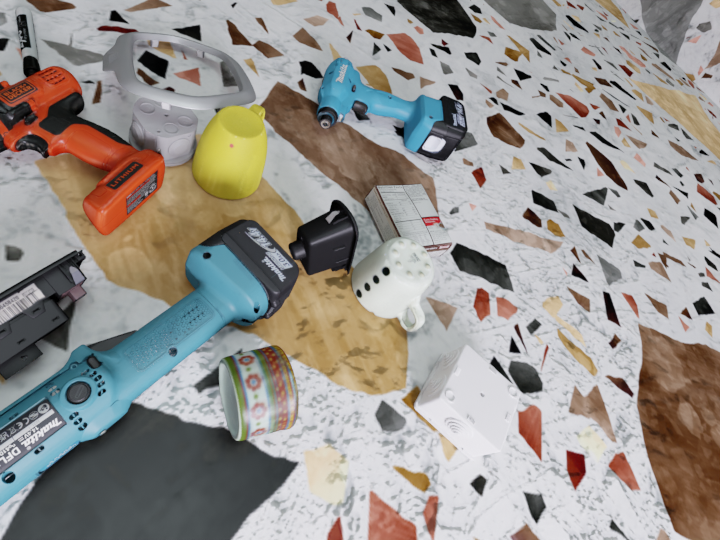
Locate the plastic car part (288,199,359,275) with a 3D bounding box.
[{"bbox_3d":[-0.048,-0.031,0.488,0.070,0.114,0.068,-25,74,-13],"label":"plastic car part"}]

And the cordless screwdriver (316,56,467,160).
[{"bbox_3d":[0.048,-0.254,0.699,0.245,0.074,0.162,19,53,-9],"label":"cordless screwdriver"}]

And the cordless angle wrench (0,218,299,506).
[{"bbox_3d":[-0.222,0.101,0.339,0.099,0.074,0.416,44,54,5],"label":"cordless angle wrench"}]

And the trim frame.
[{"bbox_3d":[-0.238,-0.266,0.559,0.177,0.027,0.261,-3,44,-28],"label":"trim frame"}]

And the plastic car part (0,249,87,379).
[{"bbox_3d":[-0.305,0.063,0.333,0.199,0.069,0.065,-42,111,-40],"label":"plastic car part"}]
